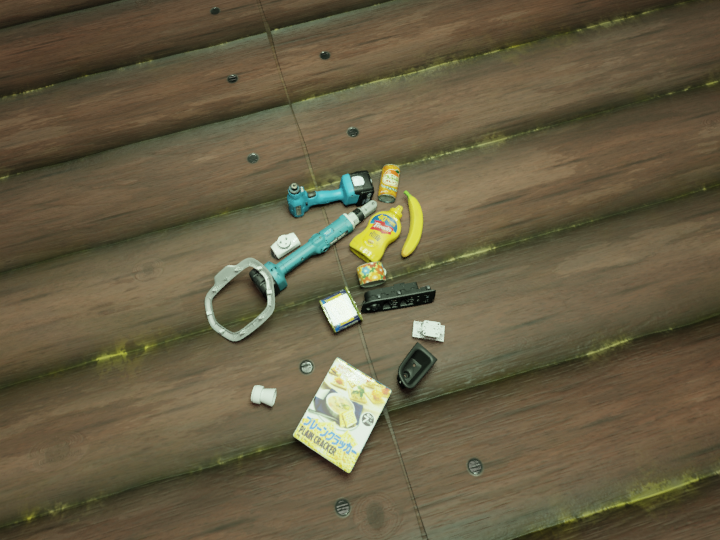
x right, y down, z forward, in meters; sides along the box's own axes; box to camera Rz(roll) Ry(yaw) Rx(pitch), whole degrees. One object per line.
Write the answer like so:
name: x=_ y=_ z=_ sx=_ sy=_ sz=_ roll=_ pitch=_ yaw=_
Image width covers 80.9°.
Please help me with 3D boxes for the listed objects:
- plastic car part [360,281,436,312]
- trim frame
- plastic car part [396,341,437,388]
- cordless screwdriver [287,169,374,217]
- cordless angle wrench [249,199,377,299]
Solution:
plastic car part: x=0.095 y=0.069 z=1.145 sx=0.202 sy=0.064 sz=0.069 roll=-14 pitch=62 yaw=-3
trim frame: x=-0.325 y=0.077 z=1.121 sx=0.252 sy=0.026 sz=0.189 roll=-38 pitch=73 yaw=23
plastic car part: x=0.128 y=0.252 z=1.071 sx=0.068 sy=0.070 sz=0.115 roll=40 pitch=60 yaw=13
cordless screwdriver: x=-0.088 y=-0.227 z=1.210 sx=0.247 sy=0.156 sz=0.076 roll=-13 pitch=73 yaw=-6
cordless angle wrench: x=-0.117 y=-0.076 z=1.195 sx=0.419 sy=0.095 sz=0.077 roll=-37 pitch=73 yaw=-14
